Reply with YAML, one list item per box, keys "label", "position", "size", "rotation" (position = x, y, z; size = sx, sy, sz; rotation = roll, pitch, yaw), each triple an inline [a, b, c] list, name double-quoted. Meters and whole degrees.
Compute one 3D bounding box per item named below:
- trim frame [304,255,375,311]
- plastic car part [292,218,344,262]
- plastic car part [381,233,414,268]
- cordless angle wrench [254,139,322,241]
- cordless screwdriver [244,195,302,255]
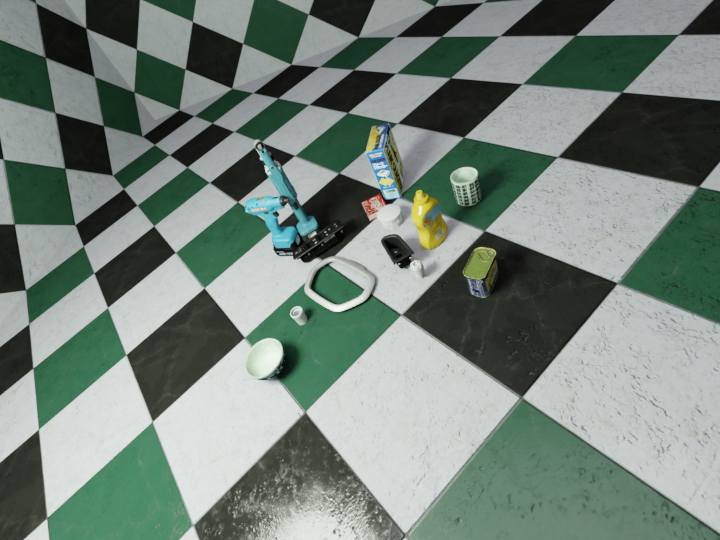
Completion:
- label: "trim frame"
  position: [-0.067, 0.036, 1.301]
  size: [0.263, 0.026, 0.183]
  rotation: [25, 65, 43]
- label: "plastic car part"
  position: [-0.140, -0.092, 1.436]
  size: [0.203, 0.064, 0.070]
  rotation: [-32, 42, -1]
- label: "plastic car part"
  position: [0.112, -0.051, 1.251]
  size: [0.066, 0.067, 0.122]
  rotation: [-30, 42, 0]
- label: "cordless angle wrench"
  position: [-0.239, -0.255, 1.395]
  size: [0.074, 0.402, 0.103]
  rotation: [-29, 41, -1]
- label: "cordless screwdriver"
  position: [-0.270, -0.157, 1.443]
  size: [0.165, 0.236, 0.075]
  rotation: [-4, 47, 26]
